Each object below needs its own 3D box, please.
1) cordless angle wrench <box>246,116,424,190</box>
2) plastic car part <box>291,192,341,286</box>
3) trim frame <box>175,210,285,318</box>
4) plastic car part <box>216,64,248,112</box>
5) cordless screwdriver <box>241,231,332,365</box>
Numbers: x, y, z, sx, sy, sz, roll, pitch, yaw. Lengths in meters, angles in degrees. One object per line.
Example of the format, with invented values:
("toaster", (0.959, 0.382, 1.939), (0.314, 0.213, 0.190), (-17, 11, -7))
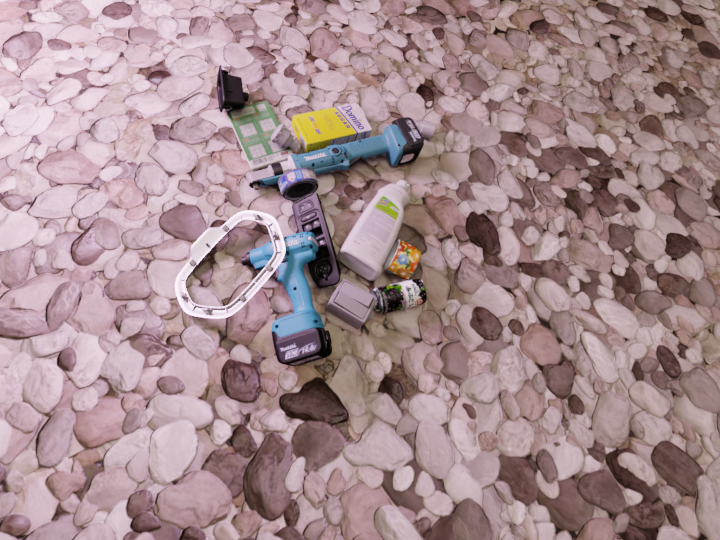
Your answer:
("cordless angle wrench", (-0.060, -0.262, 0.986), (0.415, 0.073, 0.101), (-18, 71, -14))
("plastic car part", (-0.087, -0.057, 0.887), (0.067, 0.064, 0.209), (-21, 67, 11))
("trim frame", (-0.255, -0.017, 0.822), (0.193, 0.026, 0.248), (33, 77, 29))
("plastic car part", (-0.307, -0.426, 1.018), (0.068, 0.066, 0.121), (-5, 62, -25))
("cordless screwdriver", (-0.146, 0.055, 0.814), (0.162, 0.071, 0.256), (-16, 68, 11))
